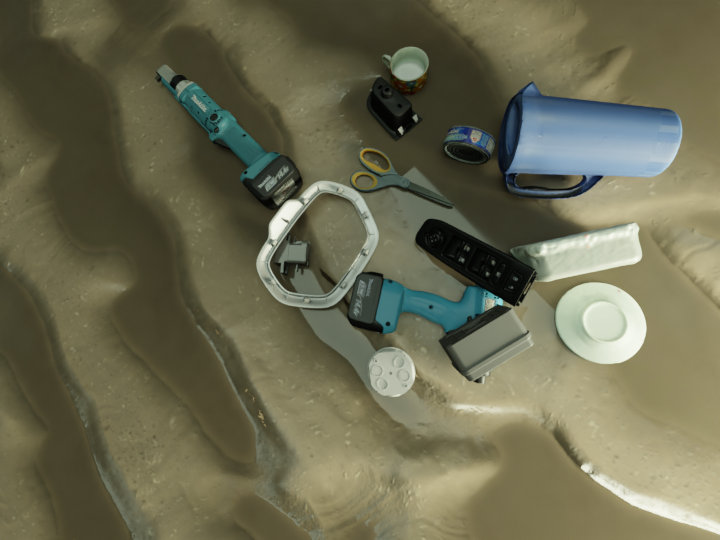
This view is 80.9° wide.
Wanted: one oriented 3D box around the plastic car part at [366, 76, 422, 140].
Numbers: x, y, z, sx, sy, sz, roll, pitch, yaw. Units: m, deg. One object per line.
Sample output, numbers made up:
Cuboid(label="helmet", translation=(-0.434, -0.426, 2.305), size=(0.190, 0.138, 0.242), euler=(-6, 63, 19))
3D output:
Cuboid(label="plastic car part", translation=(0.056, -0.318, 0.801), size=(0.066, 0.069, 0.119), euler=(-39, 79, -2))

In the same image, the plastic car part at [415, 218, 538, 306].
Cuboid(label="plastic car part", translation=(0.187, -0.027, 0.697), size=(0.213, 0.065, 0.065), euler=(33, 124, 30))

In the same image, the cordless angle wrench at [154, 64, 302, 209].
Cuboid(label="cordless angle wrench", translation=(-0.288, -0.296, 0.860), size=(0.098, 0.072, 0.437), euler=(-44, 72, -2))

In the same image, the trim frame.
Cuboid(label="trim frame", translation=(-0.074, -0.048, 0.756), size=(0.184, 0.027, 0.248), euler=(36, 77, -1))

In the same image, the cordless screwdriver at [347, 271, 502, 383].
Cuboid(label="cordless screwdriver", translation=(0.103, 0.089, 0.705), size=(0.252, 0.073, 0.160), euler=(8, 80, 7))
